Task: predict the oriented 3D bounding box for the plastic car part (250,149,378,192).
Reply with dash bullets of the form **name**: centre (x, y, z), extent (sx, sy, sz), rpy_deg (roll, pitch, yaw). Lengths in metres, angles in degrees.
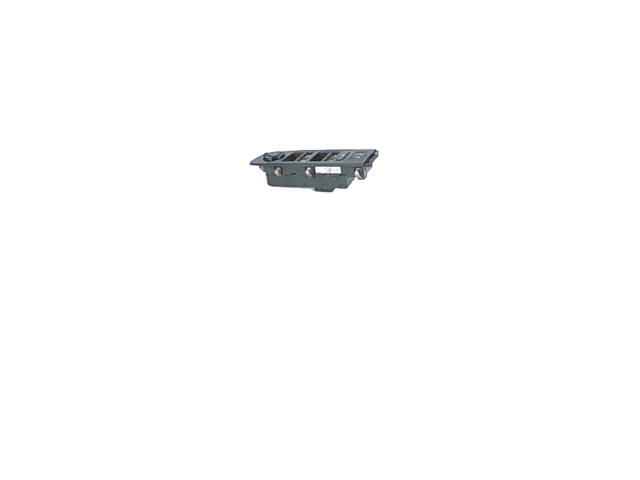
- **plastic car part**: centre (-0.012, -0.112, 0.673), extent (0.204, 0.067, 0.066), rpy_deg (9, 42, 23)
